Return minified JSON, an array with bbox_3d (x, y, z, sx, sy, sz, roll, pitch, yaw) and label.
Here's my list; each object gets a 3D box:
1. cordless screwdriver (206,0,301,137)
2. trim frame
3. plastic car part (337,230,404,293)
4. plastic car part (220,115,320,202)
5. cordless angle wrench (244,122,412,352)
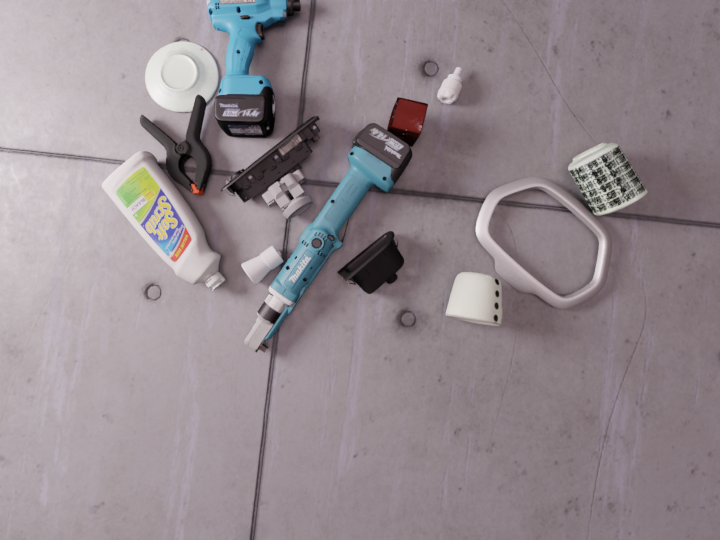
[{"bbox_3d":[-0.177,-0.359,0.724,0.159,0.074,0.250,-4,84,-1],"label":"cordless screwdriver"},{"bbox_3d":[0.314,-0.049,0.725,0.249,0.027,0.184,41,87,1],"label":"trim frame"},{"bbox_3d":[0.029,-0.004,0.714,0.116,0.068,0.069,-37,105,-5],"label":"plastic car part"},{"bbox_3d":[-0.147,-0.184,0.724,0.202,0.069,0.064,-34,116,-2],"label":"plastic car part"},{"bbox_3d":[-0.069,-0.045,0.710,0.098,0.074,0.423,34,90,0],"label":"cordless angle wrench"}]
